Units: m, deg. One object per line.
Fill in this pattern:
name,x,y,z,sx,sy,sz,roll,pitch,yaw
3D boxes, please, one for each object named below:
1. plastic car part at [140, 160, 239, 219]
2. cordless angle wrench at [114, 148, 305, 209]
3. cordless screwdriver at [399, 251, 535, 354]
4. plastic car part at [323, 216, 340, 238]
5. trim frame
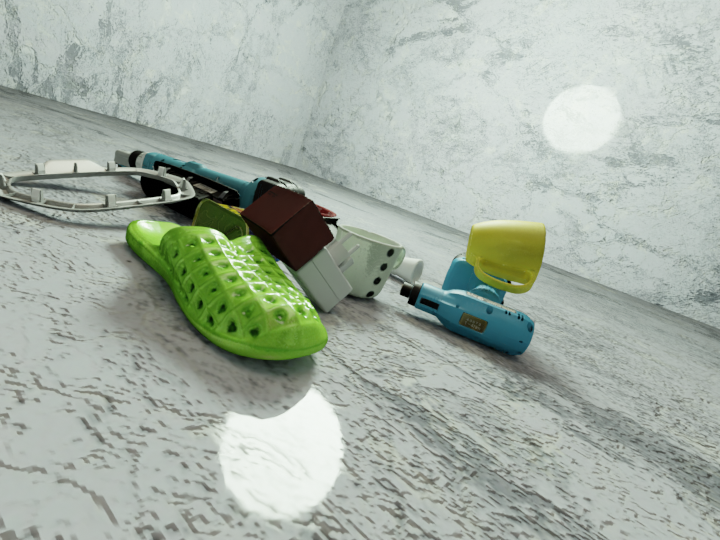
plastic car part,-0.281,-0.118,0.671,0.213,0.064,0.065,27,40,29
cordless angle wrench,-0.295,-0.158,0.743,0.442,0.097,0.072,21,15,25
cordless screwdriver,0.148,0.030,0.615,0.163,0.074,0.245,21,17,10
plastic car part,-0.064,-0.042,0.660,0.074,0.066,0.111,41,25,26
trim frame,-0.334,-0.115,0.550,0.193,0.027,0.241,22,26,27
